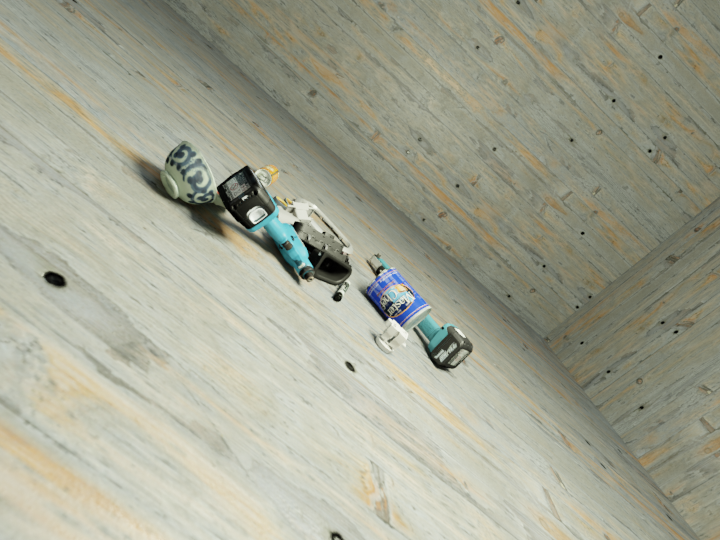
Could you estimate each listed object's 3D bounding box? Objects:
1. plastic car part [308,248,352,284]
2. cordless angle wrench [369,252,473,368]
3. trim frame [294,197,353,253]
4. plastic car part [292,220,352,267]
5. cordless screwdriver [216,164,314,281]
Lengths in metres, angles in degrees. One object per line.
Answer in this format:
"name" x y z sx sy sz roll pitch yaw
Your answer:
"plastic car part" -0.082 -0.013 0.995 0.075 0.066 0.110 38 6 40
"cordless angle wrench" 0.141 0.090 1.208 0.070 0.098 0.447 26 19 -45
"trim frame" -0.113 -0.137 1.288 0.257 0.028 0.177 45 17 17
"plastic car part" -0.101 -0.066 1.034 0.192 0.067 0.070 23 -3 -36
"cordless screwdriver" -0.170 -0.080 0.828 0.167 0.074 0.236 55 0 34
